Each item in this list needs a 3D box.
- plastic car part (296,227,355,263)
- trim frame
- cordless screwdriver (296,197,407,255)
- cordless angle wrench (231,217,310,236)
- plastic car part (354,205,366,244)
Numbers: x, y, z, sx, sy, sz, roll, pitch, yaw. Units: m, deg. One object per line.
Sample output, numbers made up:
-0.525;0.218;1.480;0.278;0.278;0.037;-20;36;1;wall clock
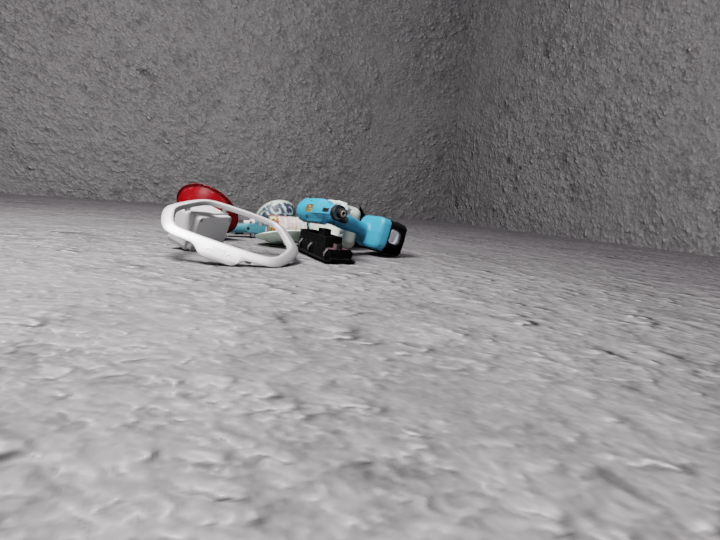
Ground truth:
-0.086;-0.056;0.878;0.064;0.066;0.212;-7;11;-27;plastic car part
-0.230;-0.069;0.755;0.246;0.027;0.188;19;28;-7;trim frame
-0.002;-0.097;0.914;0.236;0.074;0.167;17;-1;-33;cordless screwdriver
-0.192;-0.117;1.169;0.412;0.074;0.101;-1;9;-17;cordless angle wrench
-0.011;-0.104;1.121;0.074;0.111;0.067;-5;44;29;plastic car part
